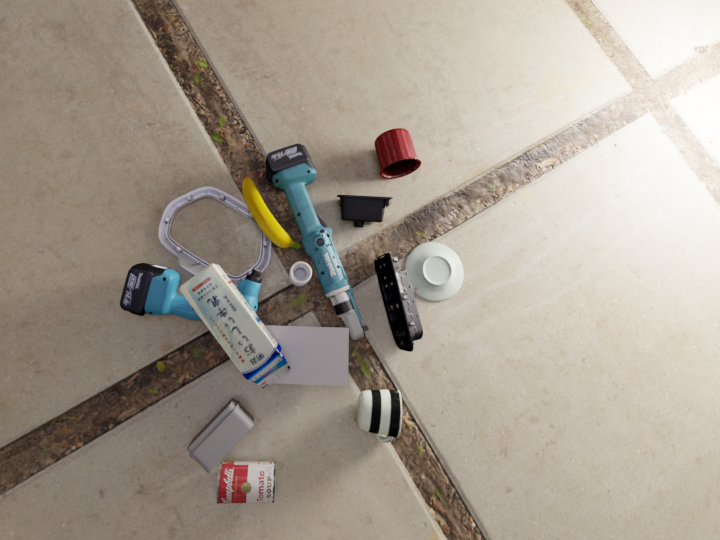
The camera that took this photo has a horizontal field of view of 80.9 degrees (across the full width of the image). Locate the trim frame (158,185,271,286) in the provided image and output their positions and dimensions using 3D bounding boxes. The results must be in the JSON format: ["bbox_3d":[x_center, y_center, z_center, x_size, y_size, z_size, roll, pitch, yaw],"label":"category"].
[{"bbox_3d":[-0.303,-0.073,0.890,0.249,0.027,0.184,32,77,0],"label":"trim frame"}]

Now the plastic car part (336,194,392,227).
[{"bbox_3d":[0.005,-0.129,0.920,0.116,0.066,0.071,-1,93,-4],"label":"plastic car part"}]

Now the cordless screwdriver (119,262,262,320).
[{"bbox_3d":[-0.323,0.042,0.828,0.246,0.075,0.159,19,87,-5],"label":"cordless screwdriver"}]

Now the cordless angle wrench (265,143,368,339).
[{"bbox_3d":[-0.087,-0.057,0.887,0.097,0.074,0.428,-21,82,-12],"label":"cordless angle wrench"}]

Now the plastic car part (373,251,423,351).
[{"bbox_3d":[0.083,0.066,0.883,0.064,0.068,0.206,-1,75,-35],"label":"plastic car part"}]
